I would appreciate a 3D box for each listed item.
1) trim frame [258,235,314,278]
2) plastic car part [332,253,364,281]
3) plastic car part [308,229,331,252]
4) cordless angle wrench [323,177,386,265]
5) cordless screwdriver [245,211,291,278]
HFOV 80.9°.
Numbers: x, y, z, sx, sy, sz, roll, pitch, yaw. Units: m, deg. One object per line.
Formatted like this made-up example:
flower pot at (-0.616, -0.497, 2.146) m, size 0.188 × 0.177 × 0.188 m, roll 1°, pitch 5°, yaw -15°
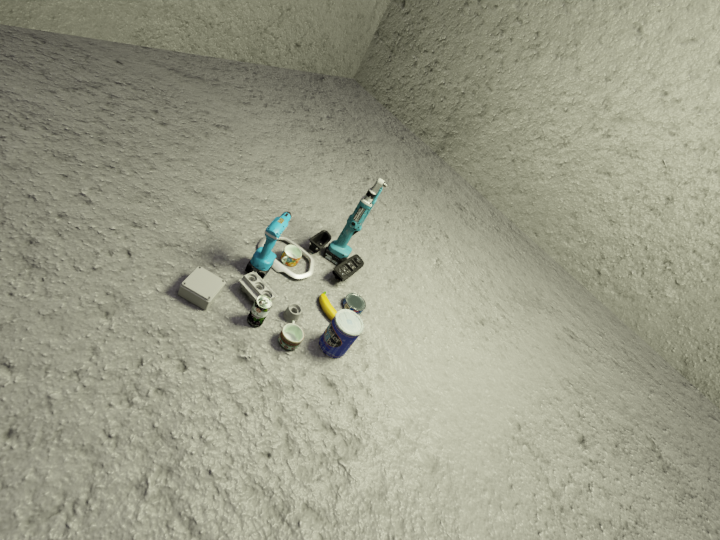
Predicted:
trim frame at (-0.288, -0.055, 1.654) m, size 0.254 × 0.027 × 0.181 m, roll 37°, pitch 38°, yaw 11°
plastic car part at (-0.050, -0.004, 1.716) m, size 0.068 × 0.067 × 0.199 m, roll 39°, pitch 38°, yaw 10°
plastic car part at (-0.172, -0.112, 1.759) m, size 0.067 × 0.071 × 0.115 m, roll 37°, pitch 38°, yaw 7°
cordless angle wrench at (-0.019, -0.191, 1.658) m, size 0.099 × 0.422 × 0.074 m, roll 35°, pitch 37°, yaw 2°
cordless screwdriver at (-0.318, -0.093, 1.497) m, size 0.074 × 0.248 × 0.160 m, roll 30°, pitch 37°, yaw -4°
